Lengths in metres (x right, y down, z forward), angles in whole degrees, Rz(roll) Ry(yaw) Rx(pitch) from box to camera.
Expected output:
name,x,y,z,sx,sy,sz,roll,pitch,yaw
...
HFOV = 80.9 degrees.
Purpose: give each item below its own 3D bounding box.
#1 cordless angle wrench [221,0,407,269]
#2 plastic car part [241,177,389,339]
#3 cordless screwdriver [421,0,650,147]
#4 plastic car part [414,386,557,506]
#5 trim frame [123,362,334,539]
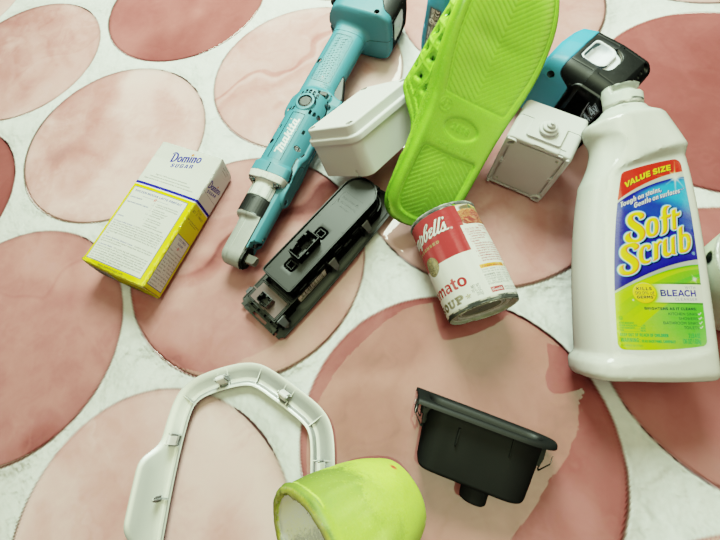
name,x,y,z,sx,sy,sz,roll,pitch,yaw
cordless angle wrench,-0.060,-0.192,0.522,0.101,0.072,0.425,19,73,16
plastic car part,-0.044,-0.029,0.451,0.069,0.064,0.202,36,73,26
cordless screwdriver,0.175,-0.252,0.461,0.074,0.154,0.259,-41,69,-15
plastic car part,0.094,0.152,0.350,0.120,0.064,0.071,21,86,13
trim frame,-0.115,0.208,0.372,0.187,0.026,0.253,0,68,10
